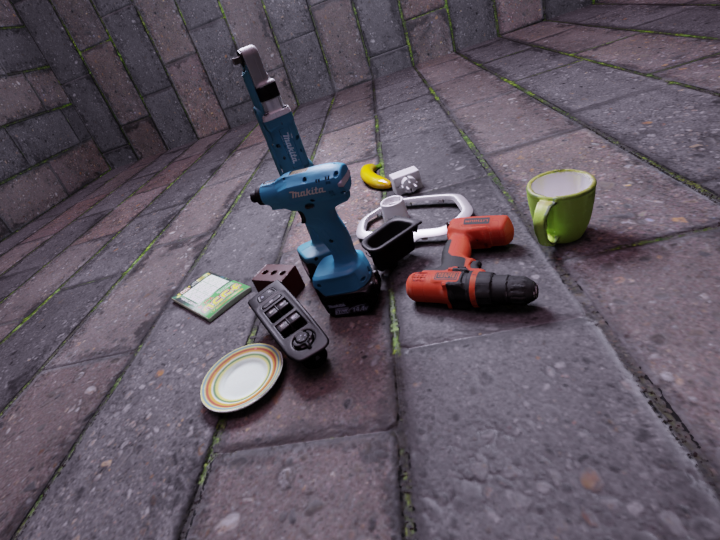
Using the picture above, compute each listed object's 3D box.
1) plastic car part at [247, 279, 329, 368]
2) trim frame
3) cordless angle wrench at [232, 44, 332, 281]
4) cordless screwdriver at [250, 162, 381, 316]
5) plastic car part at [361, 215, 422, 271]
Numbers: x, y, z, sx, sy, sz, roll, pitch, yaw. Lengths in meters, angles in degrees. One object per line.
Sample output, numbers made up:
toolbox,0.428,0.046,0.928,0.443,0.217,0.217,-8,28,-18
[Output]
plastic car part,-0.110,0.090,0.659,0.065,0.064,0.214,-31,31,-18
trim frame,0.106,-0.107,0.874,0.260,0.026,0.183,1,37,33
cordless angle wrench,-0.109,-0.164,0.723,0.097,0.407,0.078,-26,28,-12
cordless screwdriver,-0.065,-0.043,0.669,0.164,0.239,0.075,-7,30,23
plastic car part,0.055,-0.041,0.760,0.115,0.068,0.070,-38,34,-28
